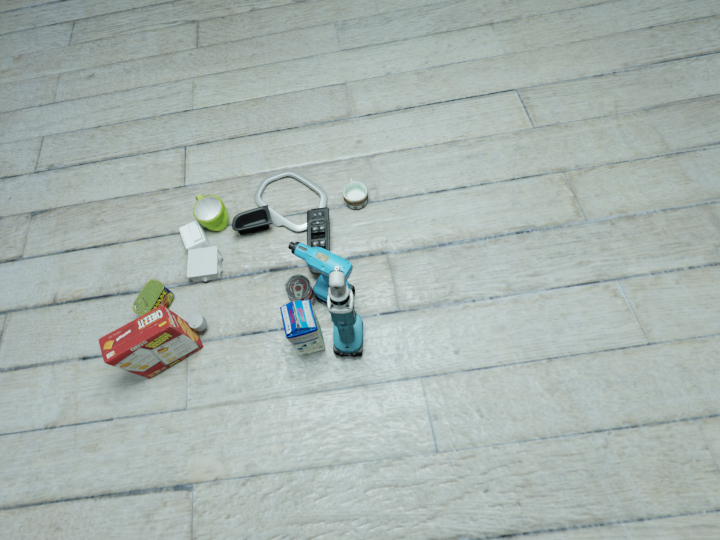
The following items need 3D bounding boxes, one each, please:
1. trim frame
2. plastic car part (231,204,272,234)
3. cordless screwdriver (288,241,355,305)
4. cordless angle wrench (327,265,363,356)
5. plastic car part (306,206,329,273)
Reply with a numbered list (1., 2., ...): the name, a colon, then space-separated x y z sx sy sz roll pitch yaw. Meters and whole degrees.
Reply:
1. trim frame: -0.216 -0.217 1.304 0.258 0.026 0.183 35 73 21
2. plastic car part: -0.318 -0.139 1.255 0.116 0.068 0.068 -17 65 -2
3. cordless screwdriver: -0.093 0.013 1.056 0.164 0.241 0.074 27 70 15
4. cordless angle wrench: -0.036 0.098 0.913 0.075 0.410 0.100 1 66 3
5. plastic car part: -0.117 -0.077 1.201 0.067 0.065 0.208 -4 64 3
